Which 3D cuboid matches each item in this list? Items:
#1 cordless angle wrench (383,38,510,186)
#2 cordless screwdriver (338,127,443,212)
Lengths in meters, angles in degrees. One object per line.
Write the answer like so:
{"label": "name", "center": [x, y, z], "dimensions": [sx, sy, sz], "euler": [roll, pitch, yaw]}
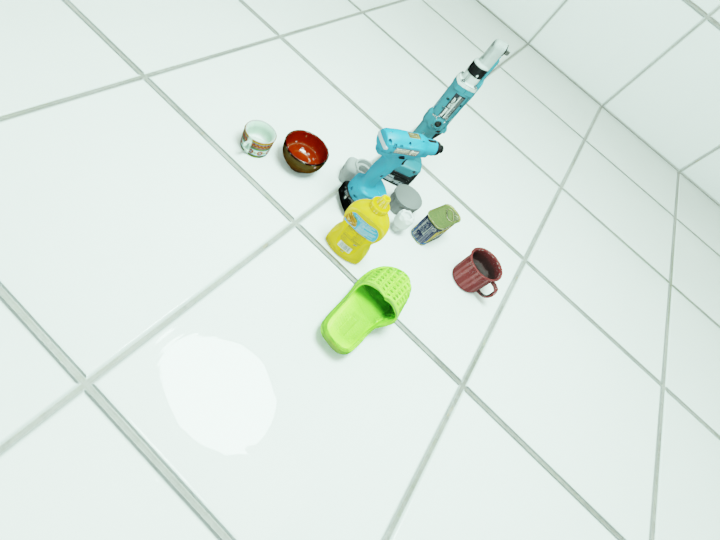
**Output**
{"label": "cordless angle wrench", "center": [0.187, -0.364, 1.012], "dimensions": [0.095, 0.426, 0.076], "euler": [25, 52, -17]}
{"label": "cordless screwdriver", "center": [0.063, -0.218, 0.963], "dimensions": [0.153, 0.251, 0.077], "euler": [1, 62, -30]}
